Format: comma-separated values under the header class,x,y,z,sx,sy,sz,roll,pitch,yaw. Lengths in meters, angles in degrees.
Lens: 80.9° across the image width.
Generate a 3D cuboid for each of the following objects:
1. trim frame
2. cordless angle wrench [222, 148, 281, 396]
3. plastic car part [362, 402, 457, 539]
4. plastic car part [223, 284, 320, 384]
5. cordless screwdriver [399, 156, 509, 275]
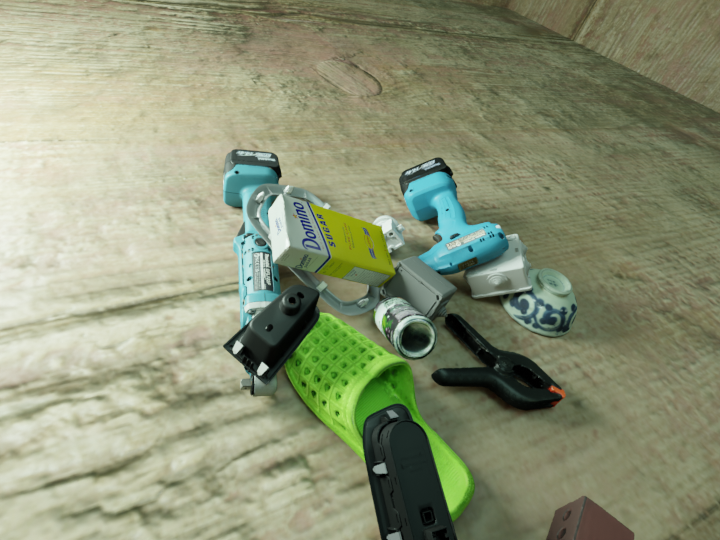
class,x,y,z,sx,sy,sz,roll,pitch,yaw
trim frame,-0.061,-0.040,0.626,0.250,0.028,0.181,46,37,1
cordless angle wrench,-0.149,-0.024,0.610,0.095,0.073,0.441,1,47,-18
plastic car part,0.051,0.223,0.375,0.065,0.066,0.210,-9,62,-14
plastic car part,-0.088,0.055,0.475,0.067,0.070,0.115,37,55,7
cordless screwdriver,0.125,-0.087,0.733,0.161,0.070,0.259,-25,42,9
